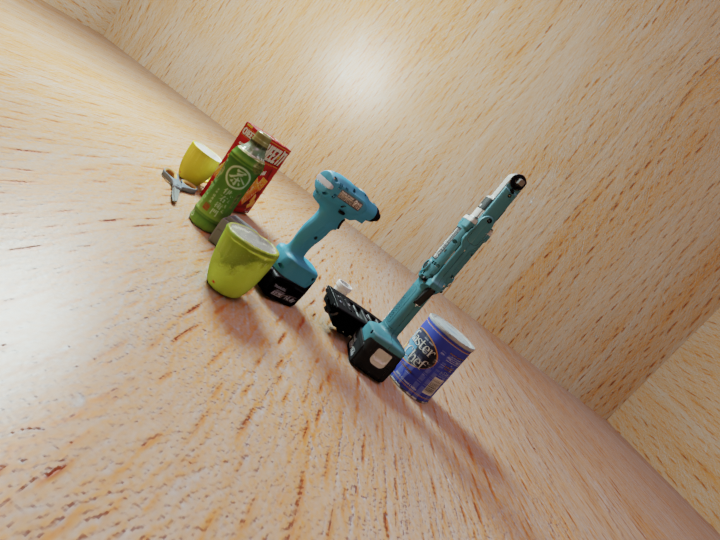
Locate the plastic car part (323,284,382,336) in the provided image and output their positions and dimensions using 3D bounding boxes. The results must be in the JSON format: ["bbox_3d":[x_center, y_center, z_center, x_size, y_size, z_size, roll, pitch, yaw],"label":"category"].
[{"bbox_3d":[-0.003,0.108,0.837,0.193,0.067,0.070,31,12,-32],"label":"plastic car part"}]

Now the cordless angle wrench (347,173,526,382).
[{"bbox_3d":[0.134,0.006,0.734,0.073,0.423,0.099,36,10,-10],"label":"cordless angle wrench"}]

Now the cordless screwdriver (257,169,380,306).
[{"bbox_3d":[-0.076,-0.050,0.775,0.150,0.249,0.079,28,15,-45],"label":"cordless screwdriver"}]
